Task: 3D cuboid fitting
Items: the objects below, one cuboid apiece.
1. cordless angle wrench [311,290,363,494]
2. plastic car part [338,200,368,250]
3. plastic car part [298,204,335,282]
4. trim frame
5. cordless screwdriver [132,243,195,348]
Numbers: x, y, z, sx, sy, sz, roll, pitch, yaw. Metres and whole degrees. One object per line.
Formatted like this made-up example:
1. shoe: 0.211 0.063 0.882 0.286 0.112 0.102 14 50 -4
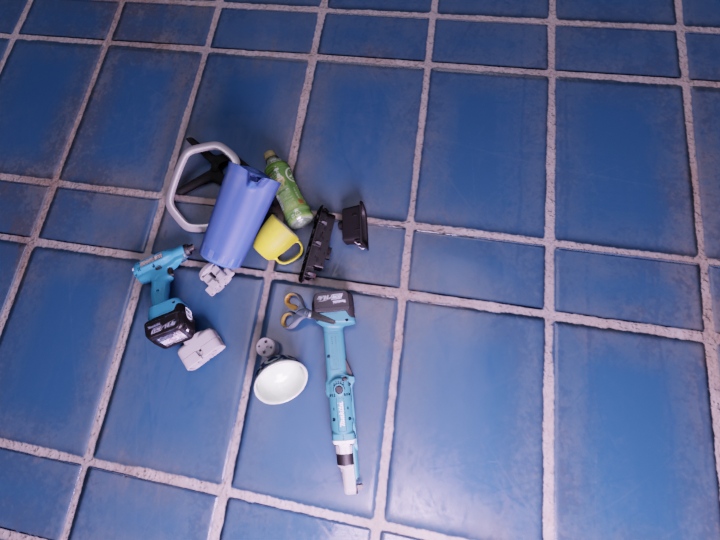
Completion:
1. cordless angle wrench: -0.044 0.260 0.937 0.098 0.073 0.431 -7 75 2
2. plastic car part: -0.020 -0.110 1.055 0.072 0.063 0.119 -10 69 15
3. plastic car part: -0.102 -0.067 1.045 0.067 0.066 0.205 10 74 -4
4. trim frame: -0.412 -0.221 1.113 0.186 0.027 0.249 19 87 6
5. cordless screwdriver: -0.451 0.049 1.014 0.159 0.071 0.261 -27 57 -4
